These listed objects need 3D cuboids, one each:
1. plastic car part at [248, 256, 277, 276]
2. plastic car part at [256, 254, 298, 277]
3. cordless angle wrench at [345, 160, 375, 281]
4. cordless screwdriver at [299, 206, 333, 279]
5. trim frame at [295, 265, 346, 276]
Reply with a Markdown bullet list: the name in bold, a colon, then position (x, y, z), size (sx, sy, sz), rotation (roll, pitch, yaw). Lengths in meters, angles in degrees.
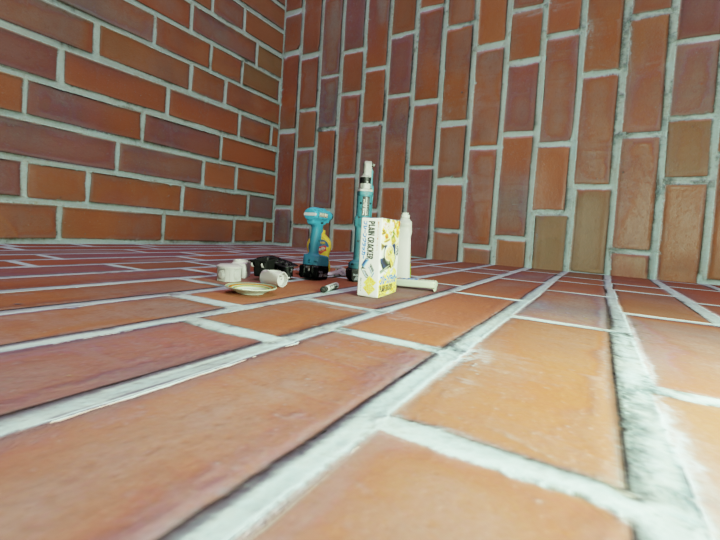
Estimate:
- **plastic car part**: position (-0.313, -0.007, 1.389), size (0.068, 0.071, 0.113), rotation (5, 4, 16)
- **plastic car part**: position (-0.292, -0.012, 1.480), size (0.063, 0.067, 0.213), rotation (1, 6, -39)
- **cordless angle wrench**: position (0.011, -0.173, 1.484), size (0.096, 0.422, 0.076), rotation (3, 2, -13)
- **cordless screwdriver**: position (-0.145, -0.095, 1.485), size (0.077, 0.248, 0.153), rotation (5, 3, 25)
- **trim frame**: position (-0.148, 0.001, 1.647), size (0.189, 0.027, 0.243), rotation (5, 5, 15)
